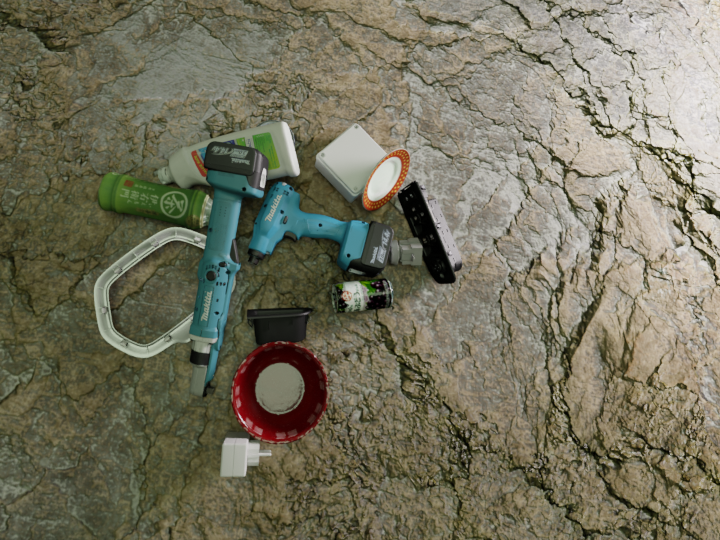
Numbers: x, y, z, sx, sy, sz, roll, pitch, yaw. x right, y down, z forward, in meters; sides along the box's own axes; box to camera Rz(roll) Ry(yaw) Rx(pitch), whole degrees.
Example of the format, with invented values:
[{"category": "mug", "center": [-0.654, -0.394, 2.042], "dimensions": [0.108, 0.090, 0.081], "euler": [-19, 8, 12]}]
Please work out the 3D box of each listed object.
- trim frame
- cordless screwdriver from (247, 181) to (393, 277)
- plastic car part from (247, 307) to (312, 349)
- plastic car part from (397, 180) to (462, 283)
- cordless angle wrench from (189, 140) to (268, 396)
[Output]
[{"category": "trim frame", "center": [-0.337, 0.037, 0.734], "dimensions": [0.246, 0.028, 0.181], "euler": [-40, 99, -15]}, {"category": "cordless screwdriver", "center": [-0.076, -0.050, 0.774], "dimensions": [0.250, 0.074, 0.160], "euler": [21, 77, 2]}, {"category": "plastic car part", "center": [-0.142, 0.103, 0.744], "dimensions": [0.114, 0.067, 0.070], "euler": [2, 95, -11]}, {"category": "plastic car part", "center": [0.139, -0.071, 0.812], "dimensions": [0.064, 0.068, 0.206], "euler": [-10, 77, -37]}, {"category": "cordless angle wrench", "center": [-0.239, 0.005, 0.707], "dimensions": [0.099, 0.074, 0.422], "euler": [11, 93, 3]}]
